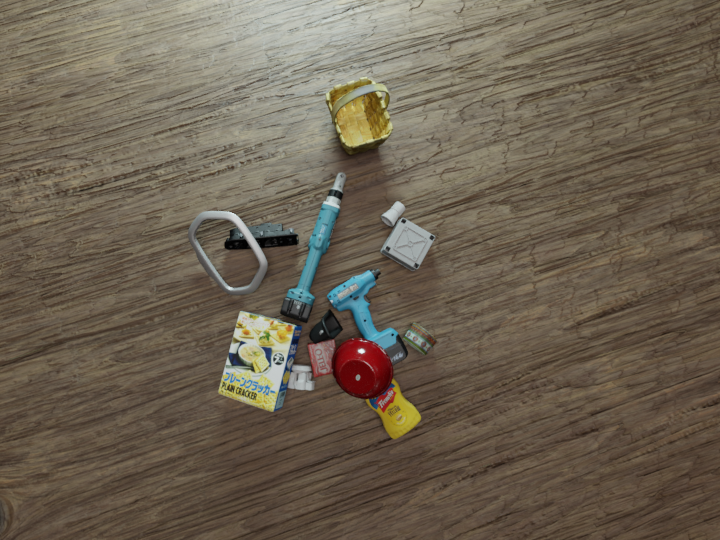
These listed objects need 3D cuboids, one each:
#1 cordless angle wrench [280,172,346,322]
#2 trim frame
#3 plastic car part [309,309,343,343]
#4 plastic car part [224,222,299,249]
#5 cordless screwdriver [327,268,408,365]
[{"bbox_3d":[-0.112,-0.073,1.140,0.075,0.097,0.425,18,79,-1],"label":"cordless angle wrench"},{"bbox_3d":[-0.351,-0.045,1.114,0.187,0.027,0.243,-28,103,19],"label":"trim frame"},{"bbox_3d":[-0.099,0.157,1.103,0.072,0.114,0.066,-35,89,16],"label":"plastic car part"},{"bbox_3d":[-0.272,-0.095,1.149,0.202,0.065,0.068,-10,75,-4],"label":"plastic car part"},{"bbox_3d":[0.040,0.127,1.126,0.158,0.073,0.253,-33,82,-5],"label":"cordless screwdriver"}]
